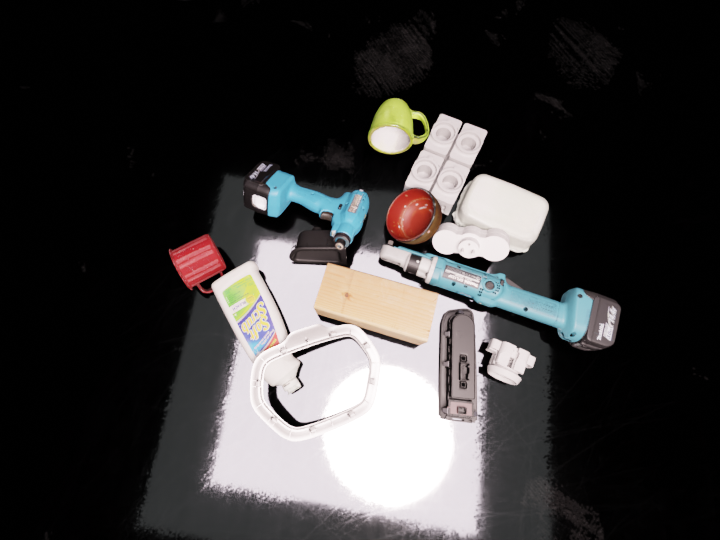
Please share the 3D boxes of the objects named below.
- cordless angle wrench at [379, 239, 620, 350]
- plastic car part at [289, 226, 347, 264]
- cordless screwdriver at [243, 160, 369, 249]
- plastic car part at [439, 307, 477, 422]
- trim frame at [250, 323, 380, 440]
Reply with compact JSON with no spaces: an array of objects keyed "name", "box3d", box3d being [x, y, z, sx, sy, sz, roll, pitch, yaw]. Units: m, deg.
[{"name":"cordless angle wrench","box3d":[0.239,0.033,0.796,0.433,0.072,0.098,19,75,12]},{"name":"plastic car part","box3d":[-0.084,-0.055,0.856,0.118,0.064,0.072,4,59,8]},{"name":"cordless screwdriver","box3d":[-0.115,-0.127,0.841,0.252,0.072,0.161,17,45,7]},{"name":"plastic car part","box3d":[0.179,0.164,0.763,0.067,0.065,0.206,1,70,9]},{"name":"trim frame","box3d":[-0.075,0.192,0.756,0.243,0.028,0.187,-15,80,-16]}]
